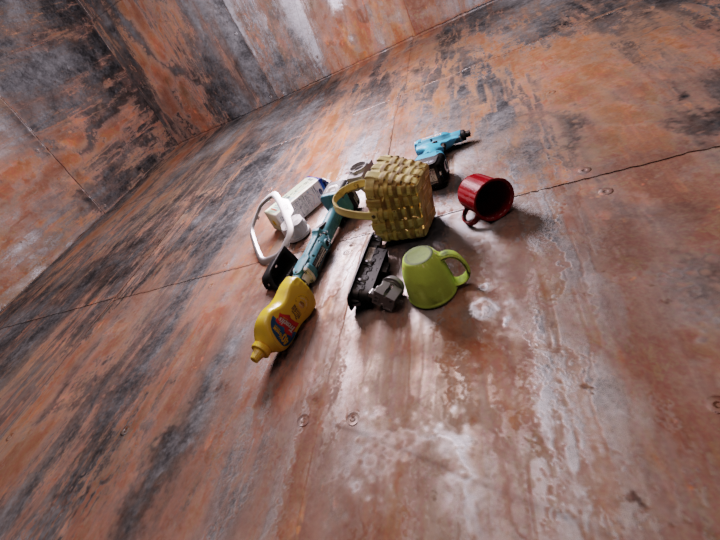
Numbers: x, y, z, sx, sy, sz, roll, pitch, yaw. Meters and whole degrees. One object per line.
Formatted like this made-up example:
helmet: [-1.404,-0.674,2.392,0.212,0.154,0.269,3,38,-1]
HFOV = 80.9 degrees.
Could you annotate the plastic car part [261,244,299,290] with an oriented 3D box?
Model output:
plastic car part: [-0.221,0.003,1.101,0.073,0.063,0.117,-18,35,46]

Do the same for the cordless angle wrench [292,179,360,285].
cordless angle wrench: [-0.106,-0.069,1.085,0.077,0.093,0.427,-7,44,32]

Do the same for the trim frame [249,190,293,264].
trim frame: [-0.260,-0.126,1.236,0.185,0.026,0.261,-50,44,22]

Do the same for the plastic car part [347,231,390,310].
plastic car part: [0.022,0.007,0.906,0.069,0.064,0.203,15,48,15]

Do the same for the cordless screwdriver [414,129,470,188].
cordless screwdriver: [0.218,-0.316,1.163,0.165,0.071,0.251,-12,34,26]
